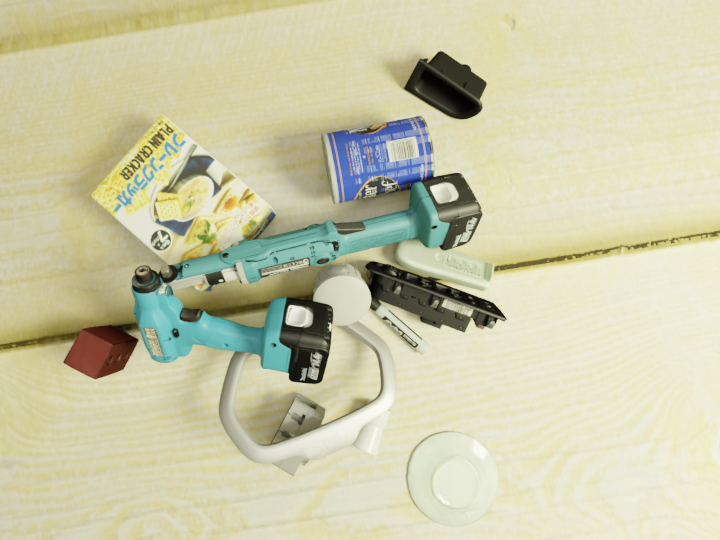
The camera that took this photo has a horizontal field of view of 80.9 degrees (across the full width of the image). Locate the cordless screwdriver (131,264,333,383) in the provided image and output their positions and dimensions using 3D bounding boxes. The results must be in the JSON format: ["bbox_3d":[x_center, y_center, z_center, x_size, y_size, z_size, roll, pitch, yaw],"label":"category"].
[{"bbox_3d":[-0.160,0.065,0.532,0.250,0.155,0.076,6,43,1],"label":"cordless screwdriver"}]

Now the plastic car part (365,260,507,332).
[{"bbox_3d":[0.096,0.040,0.610,0.204,0.066,0.066,24,112,2],"label":"plastic car part"}]

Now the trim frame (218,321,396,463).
[{"bbox_3d":[-0.072,0.154,0.579,0.245,0.027,0.192,-20,60,-13],"label":"trim frame"}]

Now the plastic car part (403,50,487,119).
[{"bbox_3d":[0.138,-0.287,0.642,0.117,0.066,0.071,31,72,-1],"label":"plastic car part"}]

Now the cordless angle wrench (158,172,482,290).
[{"bbox_3d":[-0.056,-0.036,0.568,0.420,0.095,0.077,-14,61,-5],"label":"cordless angle wrench"}]
